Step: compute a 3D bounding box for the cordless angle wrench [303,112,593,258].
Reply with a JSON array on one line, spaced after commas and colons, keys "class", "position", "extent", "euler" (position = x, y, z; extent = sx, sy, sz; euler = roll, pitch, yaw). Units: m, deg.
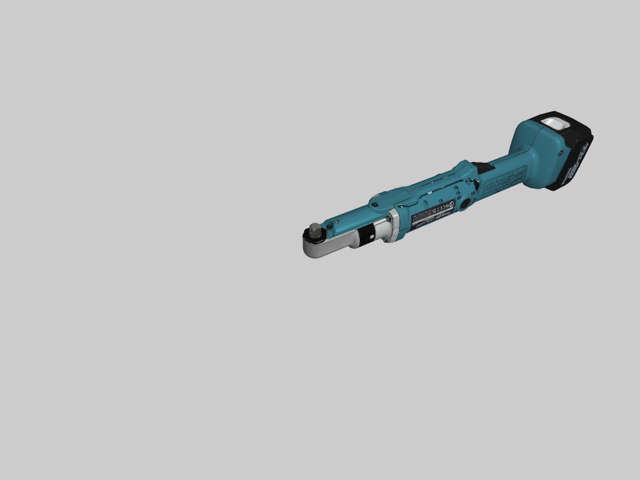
[{"class": "cordless angle wrench", "position": [0.165, -0.062, 0.534], "extent": [0.422, 0.098, 0.074], "euler": [-22, 48, -21]}]
